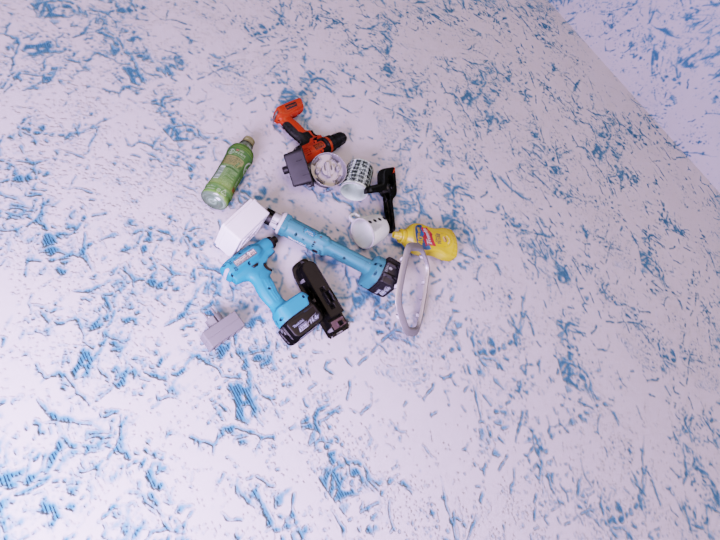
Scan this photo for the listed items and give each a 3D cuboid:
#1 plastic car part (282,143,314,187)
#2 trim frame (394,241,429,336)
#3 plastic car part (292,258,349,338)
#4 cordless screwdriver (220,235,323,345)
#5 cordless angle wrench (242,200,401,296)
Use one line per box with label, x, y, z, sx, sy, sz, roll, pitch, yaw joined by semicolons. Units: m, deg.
plastic car part;-0.172;-0.270;1.131;0.071;0.067;0.114;-22;103;-4
trim frame;0.133;0.043;1.066;0.174;0.029;0.252;44;49;-46
plastic car part;-0.096;0.057;1.010;0.065;0.067;0.208;-27;75;-25
cordless screwdriver;-0.186;0.037;0.976;0.253;0.074;0.156;45;57;8
cordless angle wrench;-0.103;-0.067;1.054;0.420;0.098;0.075;27;61;-3
